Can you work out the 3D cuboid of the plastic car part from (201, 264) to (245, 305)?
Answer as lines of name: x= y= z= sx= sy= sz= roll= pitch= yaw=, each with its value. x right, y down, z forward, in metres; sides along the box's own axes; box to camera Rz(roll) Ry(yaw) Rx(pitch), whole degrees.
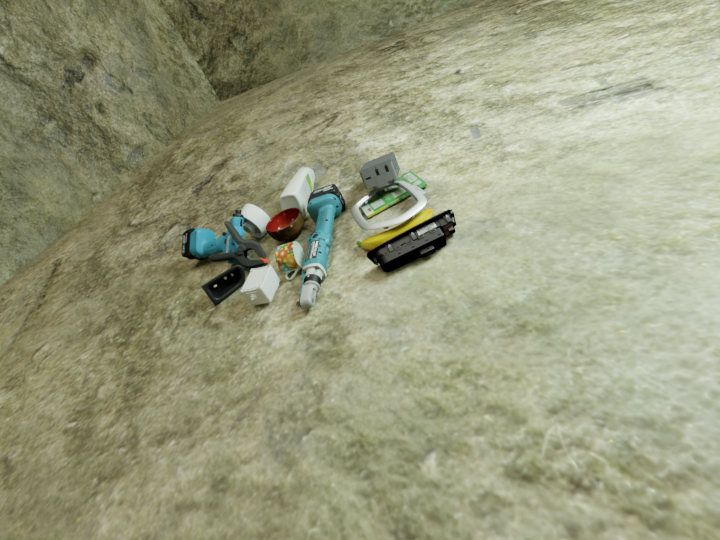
plastic car part: x=-0.371 y=0.031 z=1.154 sx=0.115 sy=0.064 sz=0.074 roll=-38 pitch=20 yaw=-17

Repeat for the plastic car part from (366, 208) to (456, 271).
plastic car part: x=0.115 y=-0.052 z=0.904 sx=0.205 sy=0.063 sz=0.070 roll=-23 pitch=60 yaw=8

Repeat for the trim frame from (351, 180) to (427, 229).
trim frame: x=0.069 y=-0.165 z=1.055 sx=0.184 sy=0.026 sz=0.258 roll=-29 pitch=28 yaw=1

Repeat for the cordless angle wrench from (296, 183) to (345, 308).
cordless angle wrench: x=-0.105 y=-0.069 z=1.073 sx=0.100 sy=0.071 sz=0.433 roll=-17 pitch=39 yaw=18

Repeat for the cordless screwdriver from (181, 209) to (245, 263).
cordless screwdriver: x=-0.446 y=-0.103 z=1.296 sx=0.261 sy=0.070 sz=0.160 roll=2 pitch=85 yaw=37
